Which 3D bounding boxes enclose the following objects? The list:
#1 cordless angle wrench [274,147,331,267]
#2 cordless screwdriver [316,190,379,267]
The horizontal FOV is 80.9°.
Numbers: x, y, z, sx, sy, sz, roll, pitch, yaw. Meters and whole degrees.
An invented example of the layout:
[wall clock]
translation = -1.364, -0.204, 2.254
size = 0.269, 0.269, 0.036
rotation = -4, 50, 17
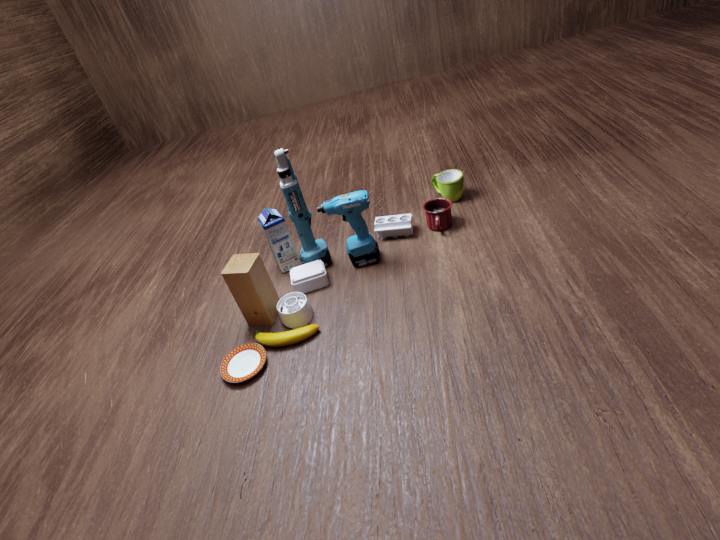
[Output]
[cordless angle wrench]
translation = -0.190, -0.181, 1.317
size = 0.097, 0.405, 0.078
rotation = -21, 34, -7
[cordless screwdriver]
translation = -0.032, -0.125, 1.316
size = 0.161, 0.238, 0.076
rotation = -12, 35, 7
